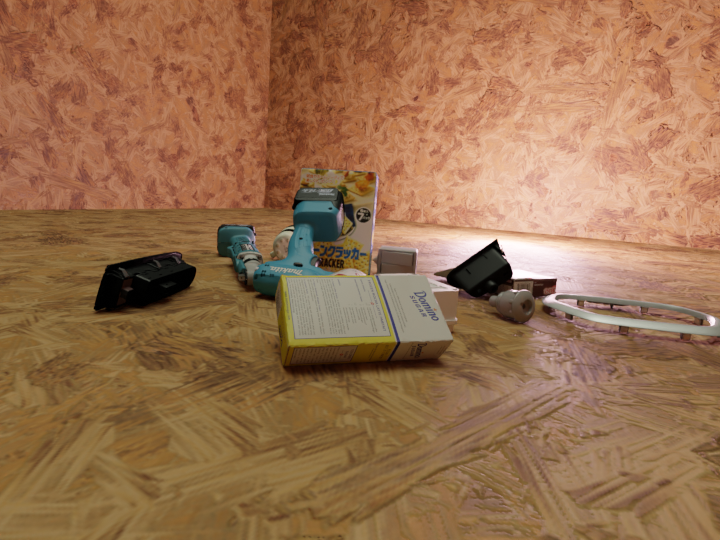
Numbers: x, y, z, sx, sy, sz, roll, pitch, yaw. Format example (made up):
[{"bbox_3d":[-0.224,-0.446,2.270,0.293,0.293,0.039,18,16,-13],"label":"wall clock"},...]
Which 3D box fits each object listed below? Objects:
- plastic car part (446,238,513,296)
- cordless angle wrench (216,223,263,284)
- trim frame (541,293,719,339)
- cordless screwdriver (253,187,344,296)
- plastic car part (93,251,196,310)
[{"bbox_3d":[0.226,0.010,0.766,0.116,0.062,0.074,-36,37,0],"label":"plastic car part"},{"bbox_3d":[-0.251,-0.036,0.906,0.095,0.073,0.440,0,13,-20],"label":"cordless angle wrench"},{"bbox_3d":[0.420,0.068,0.660,0.254,0.027,0.182,4,11,12],"label":"trim frame"},{"bbox_3d":[-0.072,-0.047,0.740,0.163,0.071,0.252,4,44,12],"label":"cordless screwdriver"},{"bbox_3d":[-0.308,0.012,0.643,0.067,0.066,0.203,13,10,0],"label":"plastic car part"}]
